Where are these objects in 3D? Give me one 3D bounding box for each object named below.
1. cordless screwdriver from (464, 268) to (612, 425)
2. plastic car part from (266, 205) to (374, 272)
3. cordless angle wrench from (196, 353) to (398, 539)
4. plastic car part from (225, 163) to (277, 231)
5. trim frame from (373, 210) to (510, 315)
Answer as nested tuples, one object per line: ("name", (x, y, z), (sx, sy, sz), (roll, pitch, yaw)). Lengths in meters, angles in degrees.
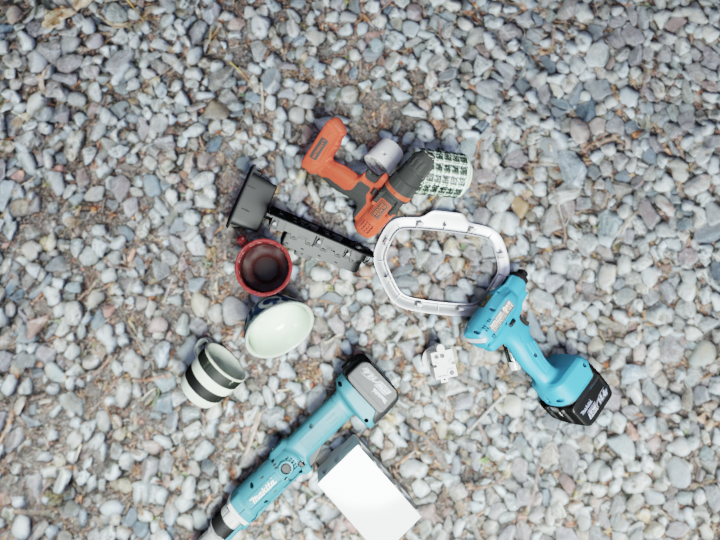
("cordless screwdriver", (0.307, 0.127, 0.717), (0.248, 0.075, 0.158), (43, 72, -2))
("plastic car part", (-0.071, -0.046, 0.724), (0.198, 0.068, 0.067), (18, 98, -12))
("cordless angle wrench", (-0.119, 0.316, 0.698), (0.422, 0.074, 0.098), (-44, 90, -3))
("plastic car part", (-0.184, -0.118, 0.744), (0.069, 0.068, 0.116), (20, 88, -18))
("trim frame", (0.147, -0.014, 0.759), (0.249, 0.027, 0.185), (7, 83, 0))
